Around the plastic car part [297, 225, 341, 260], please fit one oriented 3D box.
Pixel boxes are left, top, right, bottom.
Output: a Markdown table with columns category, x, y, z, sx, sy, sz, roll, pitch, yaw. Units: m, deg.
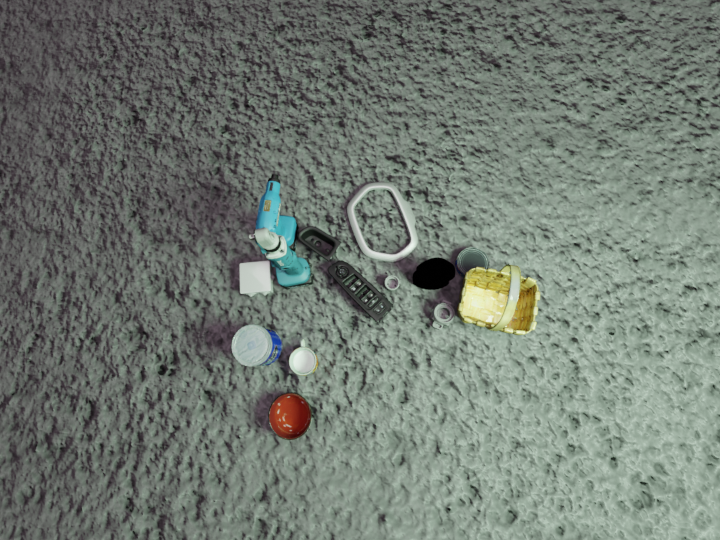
| category | x | y | z | sx | sy | sz | roll | pitch | yaw |
| --- | --- | --- | --- | --- | --- | --- | --- | --- | --- |
| plastic car part | -0.118 | -0.077 | 1.209 | 0.120 | 0.069 | 0.066 | 33 | 81 | 12 |

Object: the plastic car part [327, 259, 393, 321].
| category | x | y | z | sx | sy | sz | roll | pitch | yaw |
| --- | --- | --- | --- | --- | --- | --- | --- | --- | --- |
| plastic car part | -0.004 | 0.052 | 1.162 | 0.066 | 0.065 | 0.209 | -44 | 75 | -7 |

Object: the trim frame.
| category | x | y | z | sx | sy | sz | roll | pitch | yaw |
| --- | --- | --- | --- | --- | --- | --- | --- | --- | --- |
| trim frame | 0.065 | -0.142 | 1.227 | 0.184 | 0.027 | 0.255 | -21 | 73 | 1 |

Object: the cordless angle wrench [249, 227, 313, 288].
| category | x | y | z | sx | sy | sz | roll | pitch | yaw |
| --- | --- | --- | --- | --- | --- | --- | --- | --- | --- |
| cordless angle wrench | -0.187 | -0.030 | 1.025 | 0.098 | 0.414 | 0.076 | -10 | 78 | -1 |

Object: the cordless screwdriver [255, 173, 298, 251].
| category | x | y | z | sx | sy | sz | roll | pitch | yaw |
| --- | --- | --- | --- | --- | --- | --- | --- | --- | --- |
| cordless screwdriver | -0.223 | -0.144 | 1.149 | 0.075 | 0.243 | 0.161 | 5 | 77 | 3 |
